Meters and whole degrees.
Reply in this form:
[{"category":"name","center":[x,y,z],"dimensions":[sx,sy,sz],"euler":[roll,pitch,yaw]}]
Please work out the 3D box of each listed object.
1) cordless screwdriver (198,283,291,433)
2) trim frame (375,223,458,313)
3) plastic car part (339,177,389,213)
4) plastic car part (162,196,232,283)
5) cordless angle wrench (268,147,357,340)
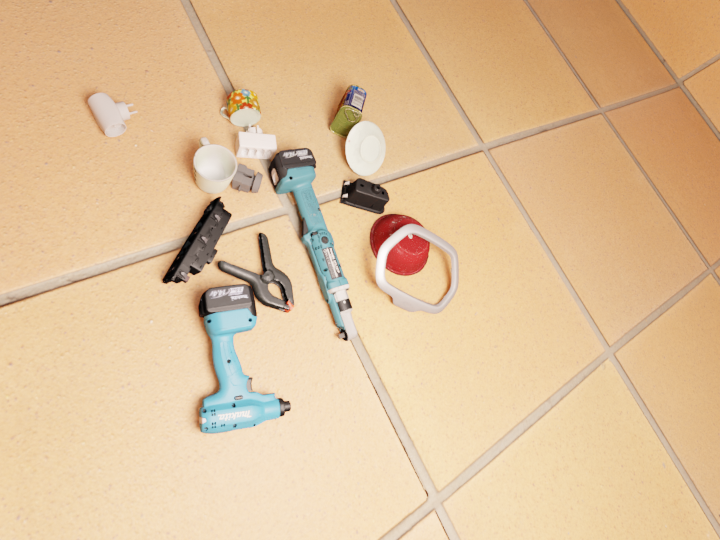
[{"category":"cordless screwdriver","center":[-0.213,0.152,0.765],"dimensions":[0.154,0.075,0.253],"euler":[-1,73,-24]},{"category":"trim frame","center":[0.133,0.002,0.950],"dimensions":[0.236,0.029,0.184],"euler":[26,83,-30]},{"category":"plastic car part","center":[0.019,-0.182,0.999],"dimensions":[0.114,0.071,0.067],"euler":[15,66,-14]},{"category":"plastic car part","center":[-0.305,-0.057,0.820],"dimensions":[0.064,0.068,0.205],"euler":[28,60,-23]},{"category":"cordless angle wrench","center":[-0.089,-0.058,0.906],"dimensions":[0.095,0.075,0.431],"euler":[-14,77,-28]}]
